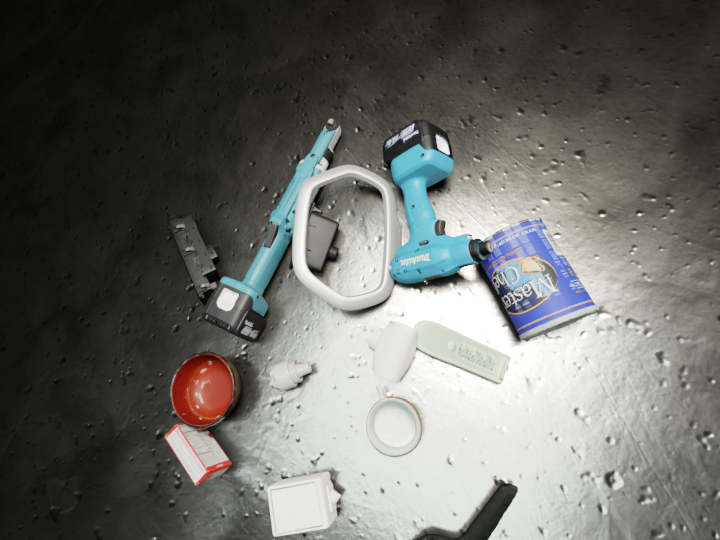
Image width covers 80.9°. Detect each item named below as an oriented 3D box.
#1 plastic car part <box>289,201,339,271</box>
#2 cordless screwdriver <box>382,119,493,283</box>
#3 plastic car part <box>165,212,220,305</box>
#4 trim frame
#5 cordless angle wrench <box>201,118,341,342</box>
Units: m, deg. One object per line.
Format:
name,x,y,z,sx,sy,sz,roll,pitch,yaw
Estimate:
plastic car part,-0.071,-0.046,0.721,0.072,0.065,0.117,16,79,3
cordless screwdriver,0.113,-0.111,0.648,0.165,0.070,0.253,-19,66,44
plastic car part,-0.305,-0.035,0.777,0.066,0.064,0.211,-32,66,-9
trim frame,-0.018,-0.059,0.685,0.181,0.027,0.253,5,71,-9
cordless angle wrench,-0.130,-0.088,0.739,0.077,0.094,0.424,20,74,18
